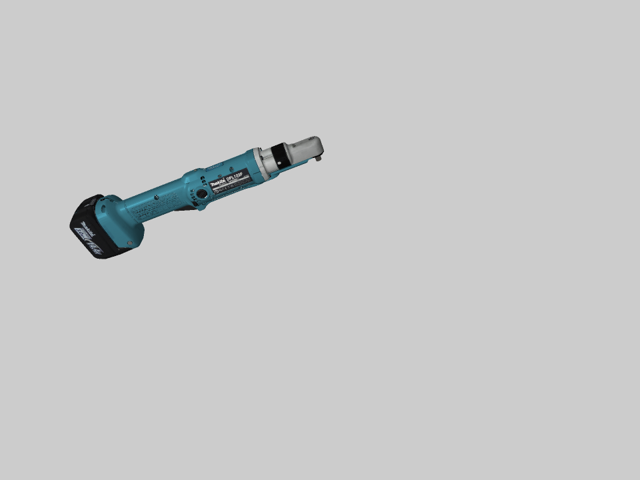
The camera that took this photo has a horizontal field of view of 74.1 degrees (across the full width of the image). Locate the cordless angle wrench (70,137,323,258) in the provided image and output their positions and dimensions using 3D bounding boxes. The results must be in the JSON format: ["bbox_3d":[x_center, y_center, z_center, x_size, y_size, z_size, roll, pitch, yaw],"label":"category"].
[{"bbox_3d":[-0.197,-0.087,0.708,0.423,0.098,0.074,-20,36,3],"label":"cordless angle wrench"}]
